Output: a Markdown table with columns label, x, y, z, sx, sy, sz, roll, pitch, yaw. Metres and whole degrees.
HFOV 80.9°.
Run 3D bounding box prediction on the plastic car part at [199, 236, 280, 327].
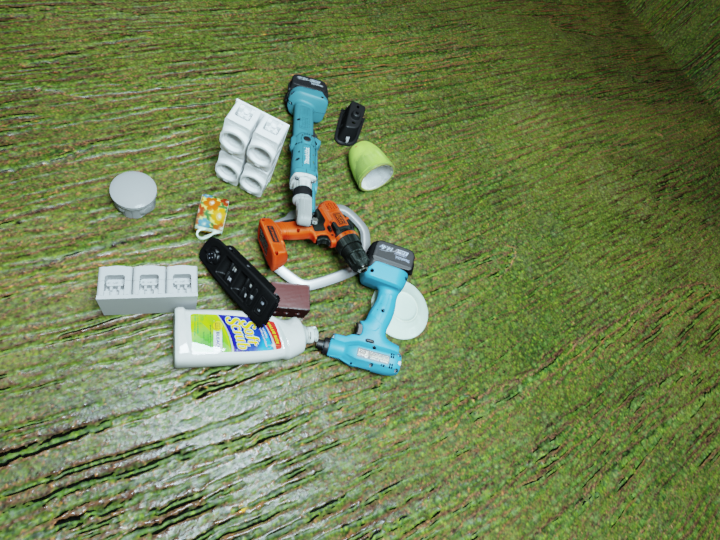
| label | x | y | z | sx | sy | sz | roll | pitch | yaw |
| --- | --- | --- | --- | --- | --- | --- | --- | --- | --- |
| plastic car part | -0.213 | 0.009 | 0.765 | 0.211 | 0.066 | 0.064 | 39 | 26 | 22 |

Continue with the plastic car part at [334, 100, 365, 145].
| label | x | y | z | sx | sy | sz | roll | pitch | yaw |
| --- | --- | --- | --- | --- | --- | --- | --- | --- | --- |
| plastic car part | -0.019 | -0.368 | 1.039 | 0.065 | 0.071 | 0.118 | 20 | 58 | -11 |

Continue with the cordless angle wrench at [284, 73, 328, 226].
| label | x | y | z | sx | sy | sz | roll | pitch | yaw |
| --- | --- | --- | --- | --- | --- | --- | --- | --- | --- |
| cordless angle wrench | -0.120 | -0.264 | 0.910 | 0.095 | 0.074 | 0.436 | 9 | 53 | -17 |

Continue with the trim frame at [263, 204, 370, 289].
| label | x | y | z | sx | sy | sz | roll | pitch | yaw |
| --- | --- | --- | --- | --- | --- | --- | --- | --- | --- |
| trim frame | -0.087 | -0.057 | 0.888 | 0.242 | 0.027 | 0.189 | -21 | 74 | -25 |

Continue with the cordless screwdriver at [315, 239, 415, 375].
| label | x | y | z | sx | sy | sz | roll | pitch | yaw |
| --- | --- | --- | --- | --- | --- | --- | --- | --- | --- |
| cordless screwdriver | 0.014 | 0.065 | 0.826 | 0.159 | 0.073 | 0.252 | 13 | 70 | -1 |
